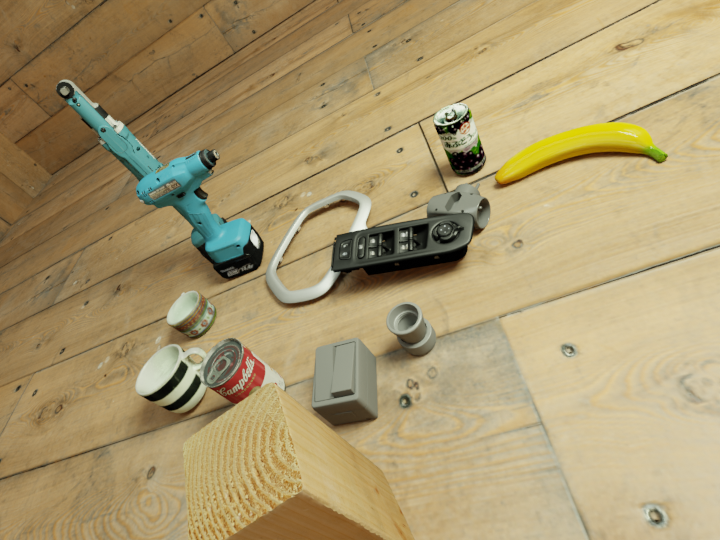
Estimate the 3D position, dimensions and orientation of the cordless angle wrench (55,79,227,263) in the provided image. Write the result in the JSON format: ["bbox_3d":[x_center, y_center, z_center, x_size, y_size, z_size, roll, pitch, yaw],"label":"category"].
[{"bbox_3d":[-0.392,-0.177,0.805,0.074,0.401,0.103,-37,38,-1],"label":"cordless angle wrench"}]

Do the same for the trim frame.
[{"bbox_3d":[-0.072,-0.047,0.739,0.193,0.026,0.249,3,54,38],"label":"trim frame"}]

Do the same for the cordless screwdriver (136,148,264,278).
[{"bbox_3d":[-0.259,-0.100,0.763,0.162,0.236,0.077,-22,41,18],"label":"cordless screwdriver"}]

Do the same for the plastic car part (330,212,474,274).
[{"bbox_3d":[0.061,-0.028,0.594,0.210,0.063,0.067,-12,45,27],"label":"plastic car part"}]
